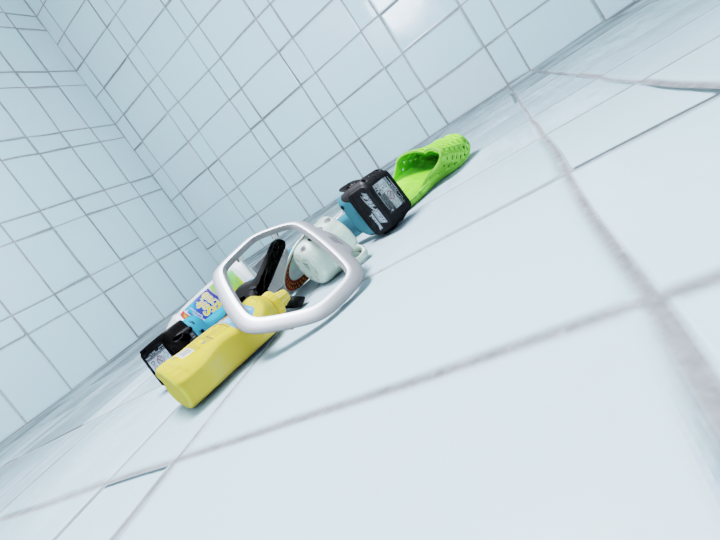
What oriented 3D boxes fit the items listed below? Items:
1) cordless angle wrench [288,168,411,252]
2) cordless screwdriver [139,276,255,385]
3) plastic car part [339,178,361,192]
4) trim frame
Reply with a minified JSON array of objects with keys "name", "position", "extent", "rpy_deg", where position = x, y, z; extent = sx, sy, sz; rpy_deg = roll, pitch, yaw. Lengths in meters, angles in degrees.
[{"name":"cordless angle wrench","position":[-0.082,-0.054,0.837],"extent":[0.433,0.097,0.073],"rpy_deg":[-28,10,48]},{"name":"cordless screwdriver","position":[-0.278,0.106,0.762],"extent":[0.162,0.074,0.245],"rpy_deg":[-34,6,32]},{"name":"plastic car part","position":[0.035,-0.175,0.962],"extent":[0.066,0.064,0.214],"rpy_deg":[-45,38,-21]},{"name":"trim frame","position":[-0.100,-0.001,0.559],"extent":[0.182,0.026,0.262],"rpy_deg":[-32,36,-15]}]
